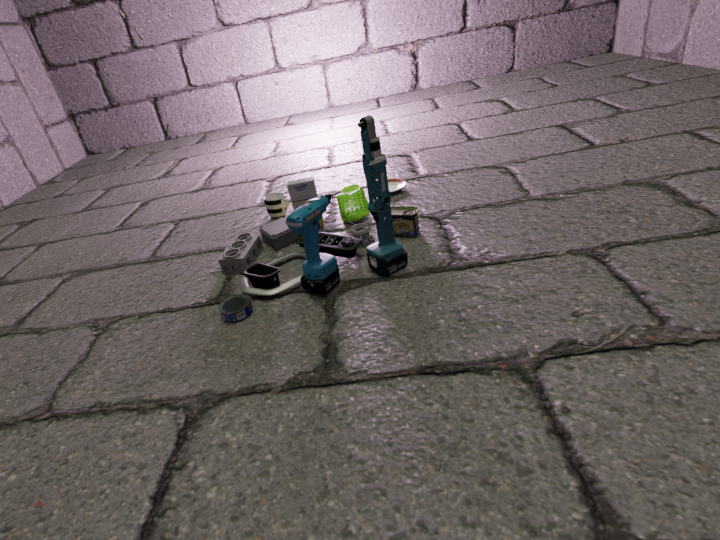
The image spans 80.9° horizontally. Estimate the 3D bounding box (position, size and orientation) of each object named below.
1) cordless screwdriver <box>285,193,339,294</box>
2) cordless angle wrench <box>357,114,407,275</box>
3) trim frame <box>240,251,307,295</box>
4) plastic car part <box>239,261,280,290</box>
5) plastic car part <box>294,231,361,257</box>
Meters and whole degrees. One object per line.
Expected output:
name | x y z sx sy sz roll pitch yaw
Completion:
cordless screwdriver | -0.109 -0.072 1.120 0.078 0.240 0.157 11 37 32
cordless angle wrench | 0.047 -0.184 1.081 0.096 0.408 0.079 -26 33 -26
trim frame | -0.234 0.008 1.241 0.243 0.026 0.195 -31 36 -26
plastic car part | -0.271 0.026 1.187 0.123 0.068 0.065 13 39 35
plastic car part | -0.095 -0.074 1.283 0.212 0.065 0.066 6 35 27
